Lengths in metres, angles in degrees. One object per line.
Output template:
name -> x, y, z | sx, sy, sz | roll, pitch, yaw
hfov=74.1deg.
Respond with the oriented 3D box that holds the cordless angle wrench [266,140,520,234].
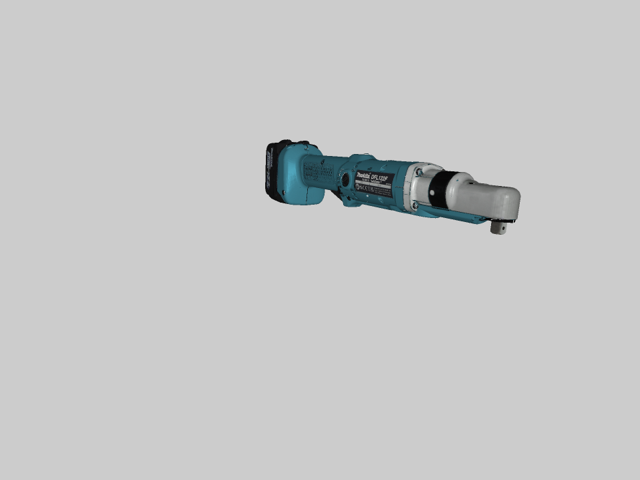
cordless angle wrench -> 0.051, -0.072, 0.523 | 0.074, 0.098, 0.423 | -4, 14, -31
